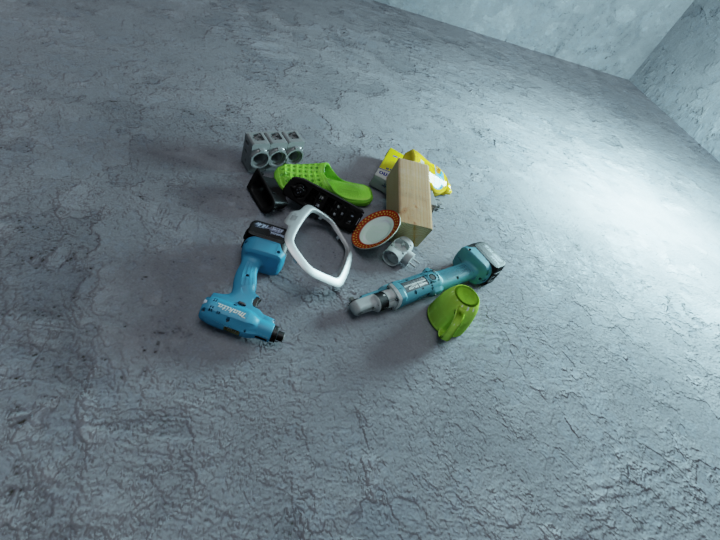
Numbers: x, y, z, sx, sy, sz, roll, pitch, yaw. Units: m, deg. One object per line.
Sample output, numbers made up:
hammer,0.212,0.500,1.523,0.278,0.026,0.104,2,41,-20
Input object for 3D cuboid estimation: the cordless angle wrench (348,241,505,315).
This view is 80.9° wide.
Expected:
cordless angle wrench,0.153,0.029,0.965,0.409,0.073,0.102,-17,57,-29

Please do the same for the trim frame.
trim frame,-0.091,-0.060,0.931,0.180,0.028,0.251,43,30,-14

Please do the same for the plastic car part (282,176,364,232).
plastic car part,-0.094,-0.173,1.052,0.199,0.066,0.068,27,20,-10

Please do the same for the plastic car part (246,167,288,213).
plastic car part,-0.220,-0.188,1.041,0.068,0.066,0.121,-8,55,-46

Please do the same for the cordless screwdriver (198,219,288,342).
cordless screwdriver,-0.196,0.022,0.840,0.158,0.073,0.252,19,49,-4
